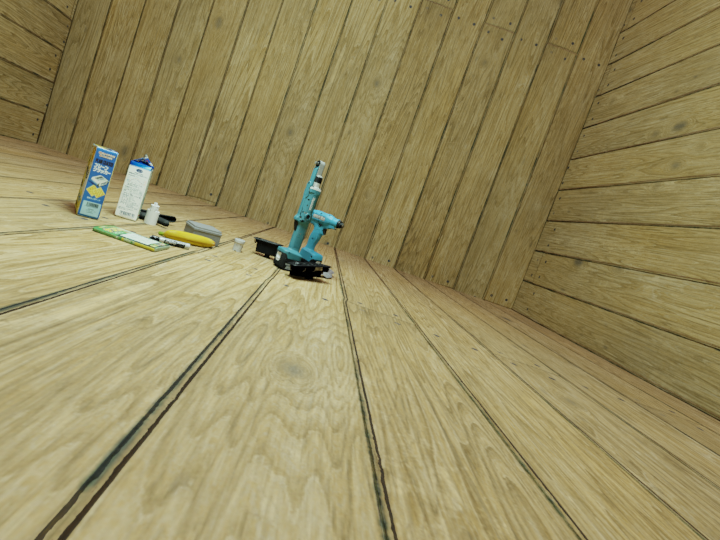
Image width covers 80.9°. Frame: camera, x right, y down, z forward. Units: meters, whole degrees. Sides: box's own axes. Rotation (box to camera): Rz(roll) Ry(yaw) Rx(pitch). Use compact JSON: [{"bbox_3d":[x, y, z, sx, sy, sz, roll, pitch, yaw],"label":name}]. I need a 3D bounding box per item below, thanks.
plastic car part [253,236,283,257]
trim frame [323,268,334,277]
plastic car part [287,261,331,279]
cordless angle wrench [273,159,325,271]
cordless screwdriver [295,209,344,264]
[{"bbox_3d":[-0.373,-0.087,1.691,0.119,0.071,0.065,20,5,8],"label":"plastic car part"},{"bbox_3d":[-0.204,-0.011,1.750,0.191,0.027,0.240,21,6,19],"label":"trim frame"},{"bbox_3d":[-0.193,-0.002,1.523,0.070,0.067,0.193,23,7,33],"label":"plastic car part"},{"bbox_3d":[-0.211,-0.203,1.574,0.093,0.422,0.078,16,6,-38],"label":"cordless angle wrench"},{"bbox_3d":[-0.165,-0.108,1.689,0.168,0.248,0.071,23,6,31],"label":"cordless screwdriver"}]
